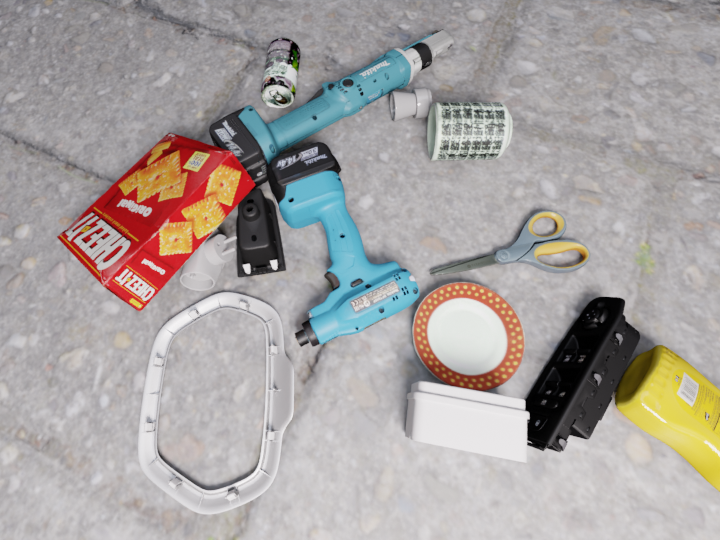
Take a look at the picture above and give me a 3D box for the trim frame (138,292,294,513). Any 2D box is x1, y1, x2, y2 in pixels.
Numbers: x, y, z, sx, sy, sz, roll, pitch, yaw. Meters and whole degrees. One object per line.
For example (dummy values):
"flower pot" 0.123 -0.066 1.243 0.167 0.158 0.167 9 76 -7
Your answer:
"trim frame" -0.170 0.144 0.503 0.185 0.027 0.255 -2 65 2

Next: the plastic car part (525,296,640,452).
"plastic car part" 0.248 0.115 0.465 0.068 0.066 0.202 34 73 4

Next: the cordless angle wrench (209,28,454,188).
"cordless angle wrench" -0.022 -0.268 0.649 0.419 0.072 0.101 -33 70 -12

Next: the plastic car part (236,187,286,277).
"plastic car part" -0.141 -0.058 0.564 0.066 0.069 0.119 -9 70 -5

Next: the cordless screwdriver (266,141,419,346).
"cordless screwdriver" -0.054 -0.035 0.548 0.158 0.072 0.257 -27 71 -8
